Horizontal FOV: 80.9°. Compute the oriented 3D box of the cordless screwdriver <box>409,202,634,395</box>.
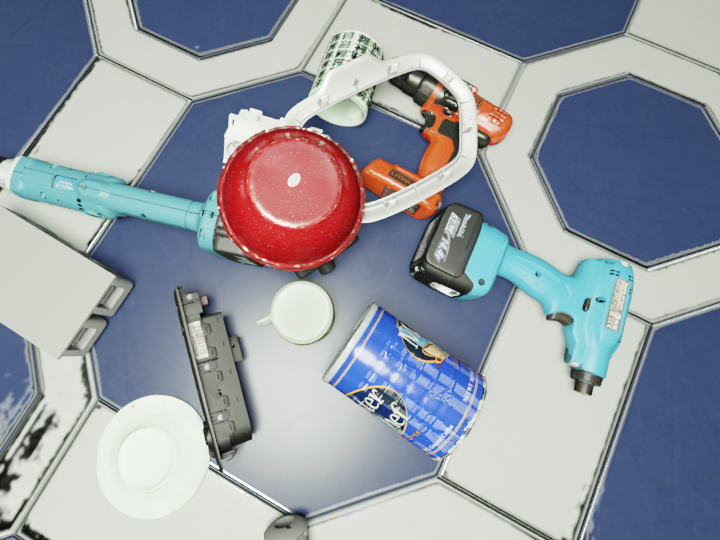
[{"bbox_3d":[0.183,0.030,0.494,0.249,0.074,0.160,21,78,1],"label":"cordless screwdriver"}]

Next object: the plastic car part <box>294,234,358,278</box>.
[{"bbox_3d":[-0.050,-0.033,0.513,0.115,0.068,0.069,-39,104,-20],"label":"plastic car part"}]

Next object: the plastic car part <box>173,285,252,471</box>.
[{"bbox_3d":[-0.168,0.117,0.486,0.064,0.067,0.207,-7,74,-30],"label":"plastic car part"}]

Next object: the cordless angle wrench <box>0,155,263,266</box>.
[{"bbox_3d":[-0.317,-0.091,0.522,0.429,0.096,0.075,13,81,7],"label":"cordless angle wrench"}]

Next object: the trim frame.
[{"bbox_3d":[0.028,-0.163,0.495,0.247,0.027,0.186,-27,84,-7],"label":"trim frame"}]
